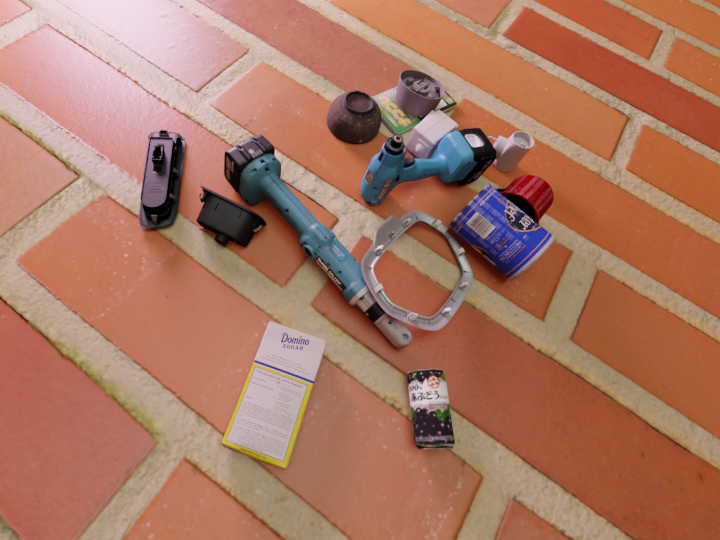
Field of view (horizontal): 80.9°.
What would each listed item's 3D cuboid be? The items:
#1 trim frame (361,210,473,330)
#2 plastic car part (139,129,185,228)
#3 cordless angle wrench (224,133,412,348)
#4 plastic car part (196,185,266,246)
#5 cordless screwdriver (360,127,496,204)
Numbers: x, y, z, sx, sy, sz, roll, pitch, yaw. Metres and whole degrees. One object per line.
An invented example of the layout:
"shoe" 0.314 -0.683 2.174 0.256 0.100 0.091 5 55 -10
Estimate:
"trim frame" 0.099 -0.010 0.696 0.186 0.028 0.245 44 51 5
"plastic car part" -0.343 -0.168 0.729 0.064 0.067 0.208 2 66 -18
"cordless angle wrench" -0.067 -0.044 0.690 0.073 0.097 0.433 -36 77 -27
"plastic car part" -0.224 -0.080 0.705 0.117 0.065 0.071 29 78 2
"cordless screwdriver" 0.127 -0.202 0.758 0.243 0.158 0.077 -17 70 -19
